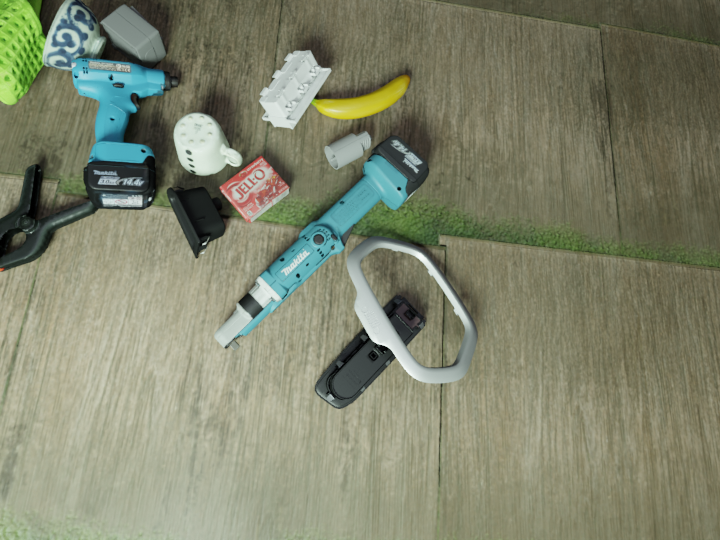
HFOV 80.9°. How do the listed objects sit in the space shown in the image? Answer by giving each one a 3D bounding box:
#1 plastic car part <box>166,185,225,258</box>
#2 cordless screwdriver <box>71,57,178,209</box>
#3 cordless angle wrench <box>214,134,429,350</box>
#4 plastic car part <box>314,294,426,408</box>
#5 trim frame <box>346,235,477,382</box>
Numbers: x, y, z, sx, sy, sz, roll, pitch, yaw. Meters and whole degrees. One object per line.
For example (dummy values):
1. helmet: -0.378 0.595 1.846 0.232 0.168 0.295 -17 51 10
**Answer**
1. plastic car part: -0.251 -0.089 0.664 0.069 0.066 0.119 -20 76 -28
2. cordless screwdriver: -0.362 -0.223 0.674 0.154 0.075 0.254 -6 74 -26
3. cordless angle wrench: -0.065 -0.042 0.665 0.099 0.074 0.421 44 77 4
4. plastic car part: 0.020 0.126 0.634 0.202 0.068 0.066 -44 94 -12
5. trim frame: 0.077 0.050 0.639 0.178 0.027 0.257 -17 66 -34
